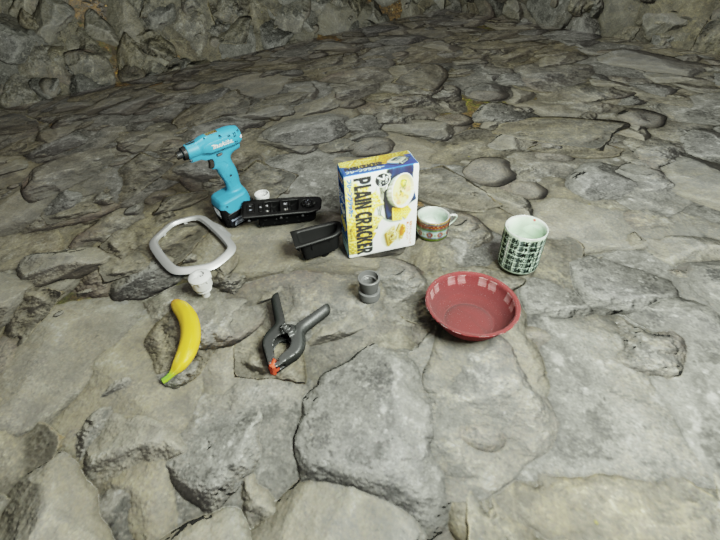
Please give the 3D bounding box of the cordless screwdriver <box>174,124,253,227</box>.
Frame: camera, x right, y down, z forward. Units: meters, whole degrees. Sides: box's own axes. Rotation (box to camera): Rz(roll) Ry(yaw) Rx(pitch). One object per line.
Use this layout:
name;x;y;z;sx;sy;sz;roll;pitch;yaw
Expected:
cordless screwdriver;-0.352;-0.221;1.046;0.156;0.240;0.079;-31;47;-28

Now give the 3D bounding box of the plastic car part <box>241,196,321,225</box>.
plastic car part;-0.196;-0.146;1.071;0.202;0.064;0.069;-9;40;-3

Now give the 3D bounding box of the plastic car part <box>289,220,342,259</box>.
plastic car part;-0.093;-0.061;0.956;0.115;0.068;0.069;-14;41;-9

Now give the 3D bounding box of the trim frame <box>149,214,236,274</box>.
trim frame;-0.411;-0.066;1.040;0.180;0.026;0.263;-33;47;-27
